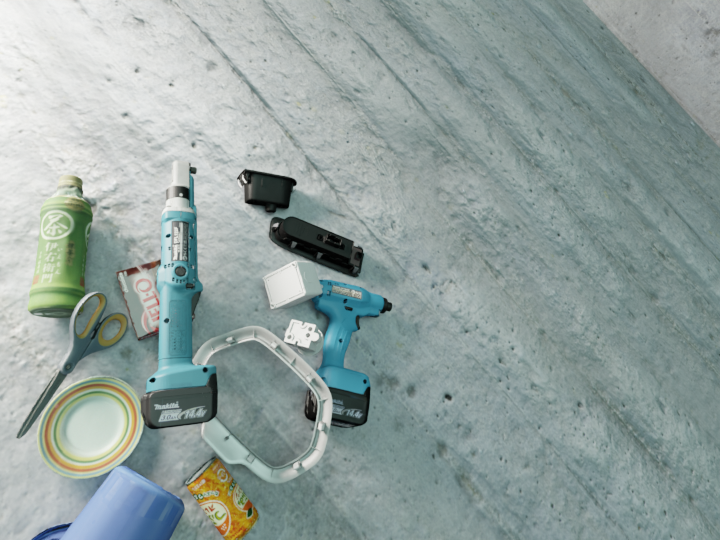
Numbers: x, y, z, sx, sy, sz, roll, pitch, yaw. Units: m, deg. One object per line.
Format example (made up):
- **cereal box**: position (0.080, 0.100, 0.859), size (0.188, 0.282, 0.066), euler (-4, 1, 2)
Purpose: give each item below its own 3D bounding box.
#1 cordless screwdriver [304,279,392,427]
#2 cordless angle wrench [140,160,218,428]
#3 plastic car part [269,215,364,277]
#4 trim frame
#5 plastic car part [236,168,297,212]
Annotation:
- **cordless screwdriver**: position (-0.015, 0.143, 0.750), size (0.154, 0.075, 0.255), euler (13, 60, -19)
- **cordless angle wrench**: position (-0.279, 0.012, 0.653), size (0.094, 0.075, 0.434), euler (3, 66, -28)
- **plastic car part**: position (-0.080, -0.052, 0.817), size (0.199, 0.068, 0.067), euler (20, 70, -11)
- **trim frame**: position (-0.157, 0.200, 0.645), size (0.253, 0.027, 0.184), euler (41, 83, 9)
- **plastic car part**: position (-0.179, -0.149, 0.821), size (0.112, 0.068, 0.071), euler (9, 82, -24)
